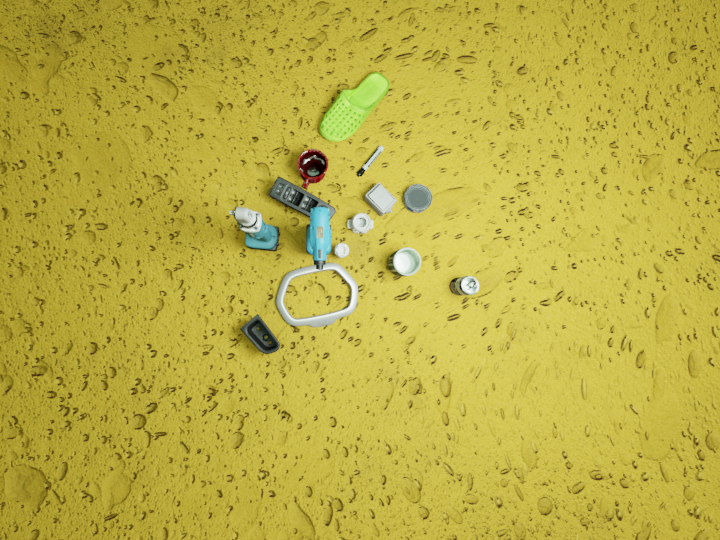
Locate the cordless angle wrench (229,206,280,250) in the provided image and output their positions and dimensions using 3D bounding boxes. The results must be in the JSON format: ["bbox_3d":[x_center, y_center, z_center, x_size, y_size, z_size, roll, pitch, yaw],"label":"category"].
[{"bbox_3d":[-0.271,-0.109,1.092,0.097,0.423,0.075,6,86,-6],"label":"cordless angle wrench"}]

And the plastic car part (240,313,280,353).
[{"bbox_3d":[-0.284,0.191,1.231,0.066,0.071,0.117,-41,87,-6],"label":"plastic car part"}]

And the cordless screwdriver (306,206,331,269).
[{"bbox_3d":[-0.115,-0.075,1.177,0.074,0.249,0.160,0,86,-6],"label":"cordless screwdriver"}]

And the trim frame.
[{"bbox_3d":[-0.130,0.076,1.269,0.248,0.027,0.186,-13,84,-2],"label":"trim frame"}]

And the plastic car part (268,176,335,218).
[{"bbox_3d":[-0.175,-0.206,1.283,0.204,0.067,0.066,27,84,2],"label":"plastic car part"}]
